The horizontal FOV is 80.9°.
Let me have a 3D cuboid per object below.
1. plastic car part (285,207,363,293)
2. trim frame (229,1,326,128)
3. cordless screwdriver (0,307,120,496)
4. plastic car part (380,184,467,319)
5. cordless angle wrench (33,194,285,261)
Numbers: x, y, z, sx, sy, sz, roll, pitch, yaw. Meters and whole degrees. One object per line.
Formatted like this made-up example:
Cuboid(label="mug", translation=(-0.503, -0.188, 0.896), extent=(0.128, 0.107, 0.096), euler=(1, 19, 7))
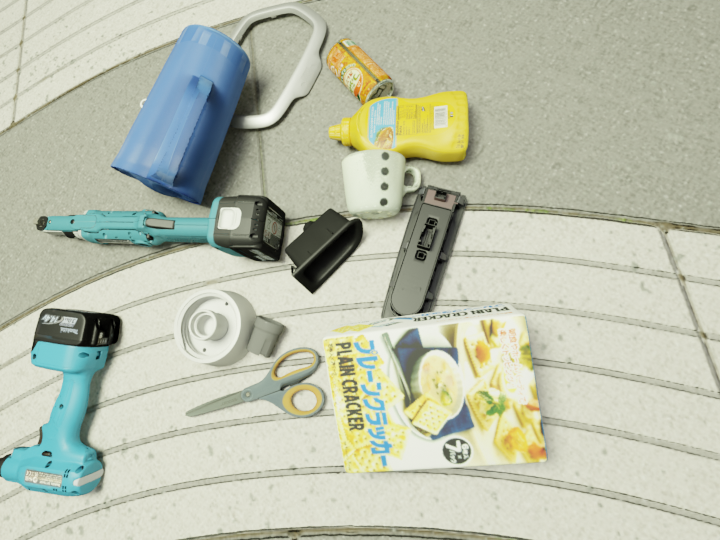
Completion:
Cuboid(label="plastic car part", translation=(-0.057, -0.037, 0.585), extent=(0.116, 0.063, 0.075), euler=(-48, 59, -6))
Cuboid(label="trim frame", translation=(-0.157, -0.343, 0.703), extent=(0.191, 0.026, 0.249), euler=(22, 80, 19))
Cuboid(label="cordless screwdriver", translation=(-0.440, 0.180, 0.607), extent=(0.163, 0.072, 0.251), euler=(-1, 79, 12))
Cuboid(label="plastic car part", translation=(0.082, -0.019, 0.544), extent=(0.067, 0.066, 0.203), euler=(18, 83, 7))
Cuboid(label="cordless angle wrench", translation=(-0.324, -0.065, 0.642), extent=(0.436, 0.094, 0.075), euler=(3, 78, 18))
